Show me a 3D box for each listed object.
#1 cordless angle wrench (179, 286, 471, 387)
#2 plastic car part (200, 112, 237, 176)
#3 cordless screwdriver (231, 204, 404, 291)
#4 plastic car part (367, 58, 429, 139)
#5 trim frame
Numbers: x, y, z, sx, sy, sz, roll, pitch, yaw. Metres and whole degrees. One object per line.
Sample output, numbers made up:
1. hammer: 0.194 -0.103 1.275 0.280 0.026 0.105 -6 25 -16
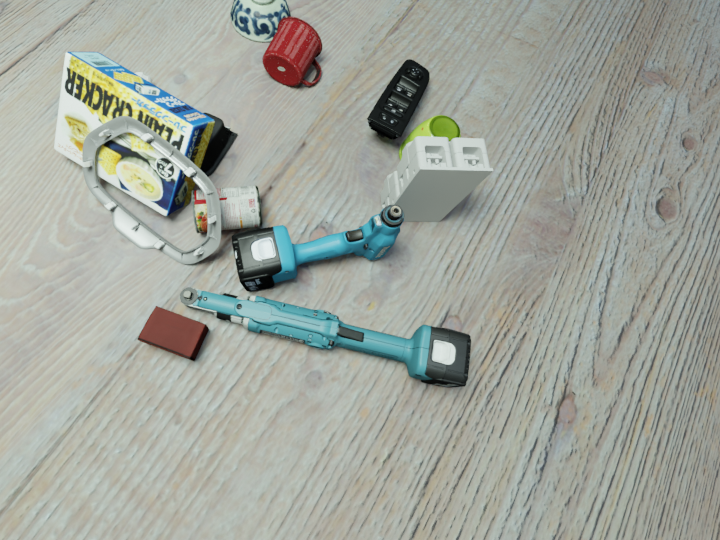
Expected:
1. cordless angle wrench: -0.059 0.087 0.625 0.424 0.096 0.075 13 71 1
2. plastic car part: -0.260 -0.214 0.704 0.066 0.070 0.117 22 67 -4
3. cordless screwdriver: -0.061 -0.040 0.626 0.245 0.158 0.076 -12 77 -11
4. plastic car part: 0.074 -0.313 0.787 0.067 0.066 0.204 24 65 5
5. trim frame: -0.309 -0.110 0.621 0.246 0.185 0.027 40 33 -5
